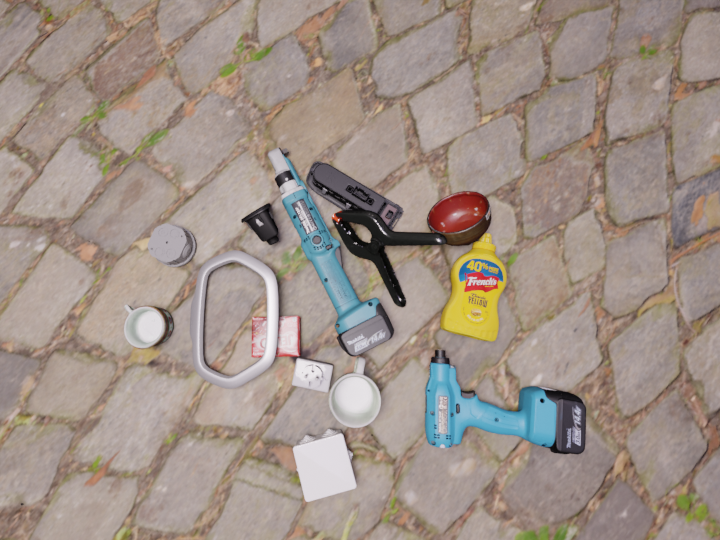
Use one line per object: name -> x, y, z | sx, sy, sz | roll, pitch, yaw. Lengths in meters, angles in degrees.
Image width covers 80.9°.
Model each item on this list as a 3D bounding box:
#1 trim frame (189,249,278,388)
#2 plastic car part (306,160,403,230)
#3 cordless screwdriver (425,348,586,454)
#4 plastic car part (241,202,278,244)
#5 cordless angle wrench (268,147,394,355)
trim frame -> -0.235, 0.086, 0.772 | 0.188, 0.026, 0.251 | -4, 80, 15
plastic car part -> -0.018, -0.146, 0.811 | 0.207, 0.066, 0.066 | 32, 89, 10
cordless screwdriver -> 0.238, 0.223, 0.724 | 0.252, 0.073, 0.161 | 2, 80, 6
plastic car part -> -0.179, -0.082, 0.785 | 0.066, 0.120, 0.069 | -33, 108, -6
cordless angle wrench -> -0.077, -0.051, 0.791 | 0.097, 0.073, 0.432 | -27, 77, -4
